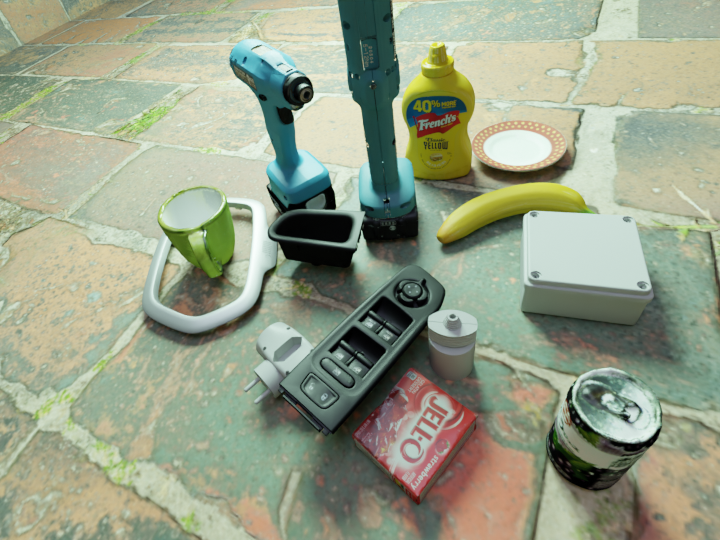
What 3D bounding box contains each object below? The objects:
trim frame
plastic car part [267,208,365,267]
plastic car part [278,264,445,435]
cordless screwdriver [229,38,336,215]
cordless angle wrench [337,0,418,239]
[{"bbox_3d":[-0.209,-0.019,0.597,0.186,0.026,0.257,-11,47,5],"label":"trim frame"},{"bbox_3d":[-0.053,-0.035,0.542,0.120,0.068,0.067,4,49,17],"label":"plastic car part"},{"bbox_3d":[0.015,0.076,0.426,0.070,0.064,0.201,28,60,32],"label":"plastic car part"},{"bbox_3d":[-0.086,-0.157,0.545,0.073,0.238,0.168,-30,49,-16],"label":"cordless screwdriver"},{"bbox_3d":[0.014,-0.205,0.447,0.075,0.405,0.101,-3,47,8],"label":"cordless angle wrench"}]
